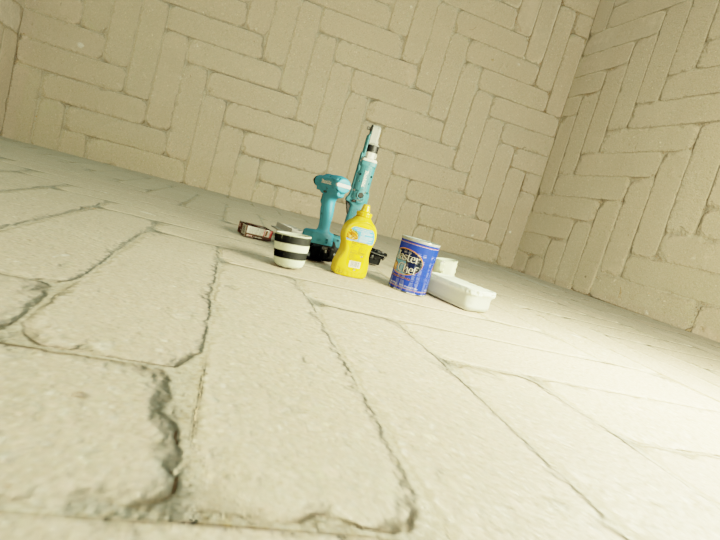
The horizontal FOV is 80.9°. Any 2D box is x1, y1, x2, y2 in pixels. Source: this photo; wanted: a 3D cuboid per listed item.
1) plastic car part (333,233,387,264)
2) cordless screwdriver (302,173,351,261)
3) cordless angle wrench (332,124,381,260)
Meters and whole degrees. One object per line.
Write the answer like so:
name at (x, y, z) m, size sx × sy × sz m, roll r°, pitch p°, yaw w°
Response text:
plastic car part at (-0.008, -0.065, 1.434) m, size 0.202 × 0.067 × 0.067 m, roll 15°, pitch 7°, yaw -3°
cordless screwdriver at (-0.116, -0.157, 1.221) m, size 0.071 × 0.247 × 0.168 m, roll 11°, pitch 8°, yaw -36°
cordless angle wrench at (-0.008, -0.225, 1.270) m, size 0.096 × 0.421 × 0.076 m, roll 15°, pitch 7°, yaw -11°
